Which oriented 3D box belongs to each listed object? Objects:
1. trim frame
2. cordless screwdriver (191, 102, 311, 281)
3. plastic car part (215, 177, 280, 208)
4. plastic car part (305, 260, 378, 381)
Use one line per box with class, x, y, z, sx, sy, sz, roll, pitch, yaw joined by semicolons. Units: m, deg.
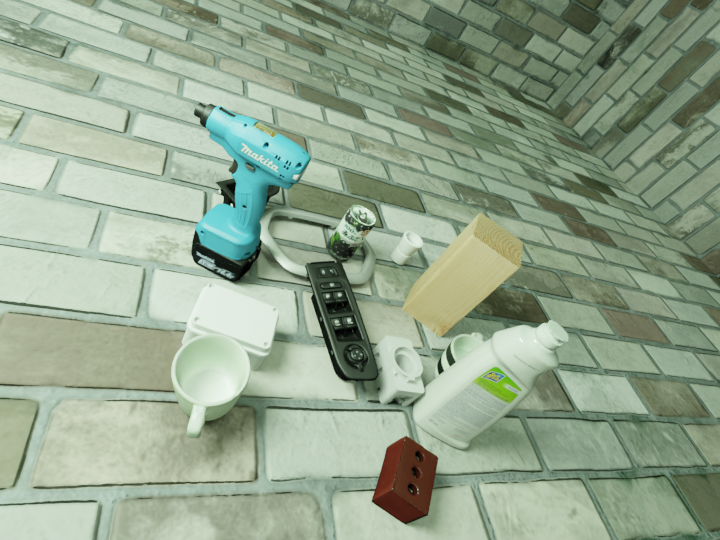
trim frame;-0.078;-0.051;0.793;0.238;0.027;0.192;8;45;-26
cordless screwdriver;-0.187;-0.106;0.606;0.158;0.249;0.075;32;39;-4
plastic car part;-0.201;-0.128;0.760;0.068;0.071;0.113;47;41;15
plastic car part;-0.037;0.081;0.649;0.063;0.067;0.212;2;48;-33
